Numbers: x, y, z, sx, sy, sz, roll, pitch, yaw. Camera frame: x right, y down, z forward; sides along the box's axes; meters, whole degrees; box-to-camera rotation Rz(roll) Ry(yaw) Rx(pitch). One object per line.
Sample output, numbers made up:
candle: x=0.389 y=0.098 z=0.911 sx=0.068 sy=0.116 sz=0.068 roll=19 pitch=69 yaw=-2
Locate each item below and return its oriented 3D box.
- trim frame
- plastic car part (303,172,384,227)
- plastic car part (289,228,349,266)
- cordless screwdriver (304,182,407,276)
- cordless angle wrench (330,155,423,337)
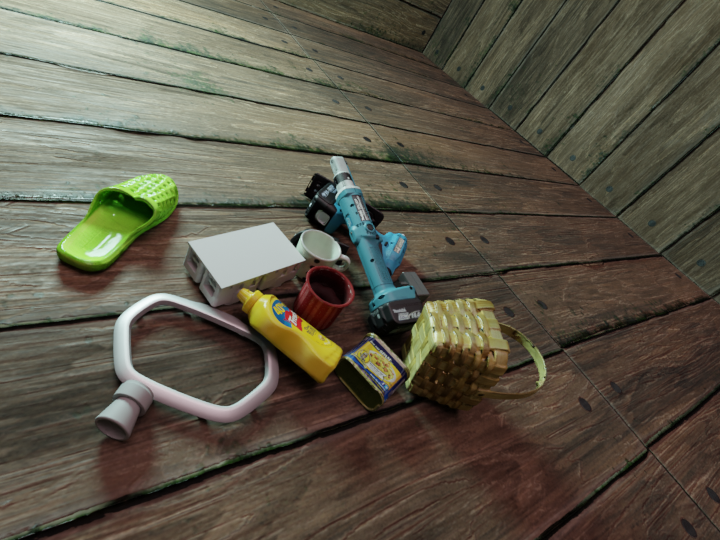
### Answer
trim frame: x=-0.235 y=0.120 z=0.618 sx=0.245 sy=0.027 sz=0.188 roll=22 pitch=39 yaw=-8
plastic car part: x=-0.039 y=-0.168 z=1.061 sx=0.204 sy=0.066 sz=0.067 roll=31 pitch=11 yaw=3
plastic car part: x=-0.088 y=-0.058 z=0.902 sx=0.116 sy=0.065 sz=0.072 roll=25 pitch=22 yaw=-4
cordless screwdriver: x=-0.012 y=-0.085 z=0.970 sx=0.249 sy=0.074 sz=0.159 roll=34 pitch=39 yaw=-1
cordless angle wrench: x=0.009 y=-0.075 z=0.888 sx=0.094 sy=0.075 sz=0.438 roll=-3 pitch=60 yaw=-33
